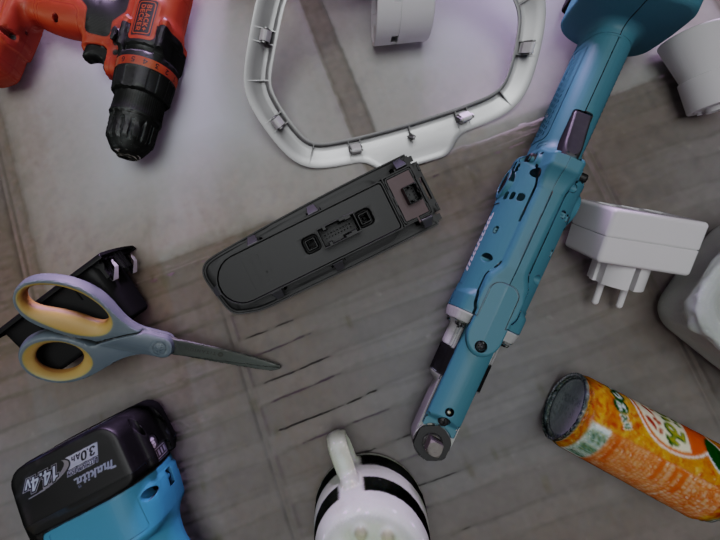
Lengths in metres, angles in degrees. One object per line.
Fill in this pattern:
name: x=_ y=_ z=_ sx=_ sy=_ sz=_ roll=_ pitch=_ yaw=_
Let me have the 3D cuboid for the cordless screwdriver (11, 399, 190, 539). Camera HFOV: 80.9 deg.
cordless screwdriver: x=-0.163 y=0.238 z=0.306 sx=0.159 sy=0.073 sz=0.251 roll=-32 pitch=84 yaw=0

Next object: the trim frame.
trim frame: x=0.027 y=-0.175 z=0.339 sx=0.249 sy=0.028 sz=0.178 roll=-15 pitch=113 yaw=1

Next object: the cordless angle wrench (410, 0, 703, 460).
cordless angle wrench: x=0.135 y=-0.057 z=0.319 sx=0.075 sy=0.097 sz=0.423 roll=25 pitch=89 yaw=4

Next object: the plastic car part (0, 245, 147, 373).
plastic car part: x=-0.227 y=0.041 z=0.351 sx=0.116 sy=0.067 sz=0.070 roll=-39 pitch=97 yaw=2

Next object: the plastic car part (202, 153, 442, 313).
plastic car part: x=-0.033 y=-0.022 z=0.338 sx=0.204 sy=0.068 sz=0.065 roll=-26 pitch=100 yaw=4
